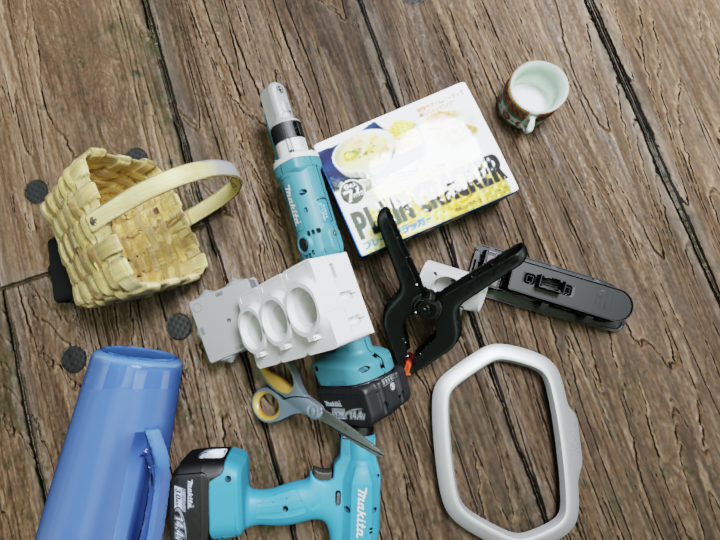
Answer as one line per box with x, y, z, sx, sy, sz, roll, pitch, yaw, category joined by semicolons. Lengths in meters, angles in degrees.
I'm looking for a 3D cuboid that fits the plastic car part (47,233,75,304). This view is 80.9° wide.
-0.391;-0.002;0.576;0.072;0.064;0.118;-22;80;13;plastic car part

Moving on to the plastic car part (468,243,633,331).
0.246;0.021;0.535;0.204;0.066;0.067;18;78;2;plastic car part

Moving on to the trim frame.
0.185;0.218;0.530;0.185;0.027;0.251;-5;81;3;trim frame

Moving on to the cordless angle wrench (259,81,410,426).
-0.051;-0.033;0.521;0.101;0.071;0.426;-21;84;46;cordless angle wrench

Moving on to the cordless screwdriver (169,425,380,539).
-0.100;0.254;0.519;0.248;0.074;0.160;2;83;-1;cordless screwdriver
